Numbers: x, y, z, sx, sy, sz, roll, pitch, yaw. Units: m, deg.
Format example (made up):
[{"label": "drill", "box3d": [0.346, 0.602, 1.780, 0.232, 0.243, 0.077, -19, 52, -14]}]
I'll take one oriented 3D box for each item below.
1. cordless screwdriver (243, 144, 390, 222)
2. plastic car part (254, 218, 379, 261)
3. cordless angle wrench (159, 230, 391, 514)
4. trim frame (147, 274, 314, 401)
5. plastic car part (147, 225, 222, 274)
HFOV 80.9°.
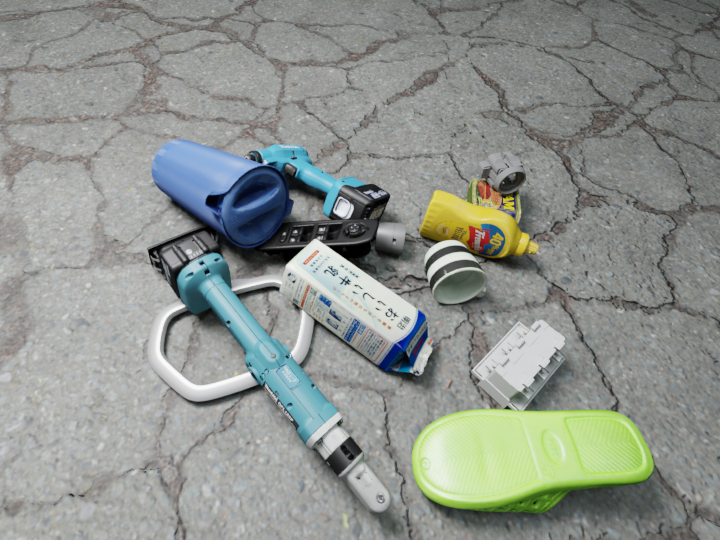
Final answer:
[{"label": "cordless screwdriver", "box3d": [-0.082, -0.155, 0.757, 0.259, 0.074, 0.154, 35, 28, 22]}, {"label": "plastic car part", "box3d": [-0.068, -0.045, 0.696, 0.208, 0.064, 0.067, -6, 35, 18]}, {"label": "cordless angle wrench", "box3d": [-0.117, 0.119, 0.545, 0.073, 0.096, 0.440, -32, 64, -30]}, {"label": "trim frame", "box3d": [-0.187, 0.088, 0.628, 0.244, 0.027, 0.193, -19, 57, -15]}, {"label": "plastic car part", "box3d": [-0.276, -0.021, 0.690, 0.114, 0.066, 0.073, -26, 75, -26]}]
